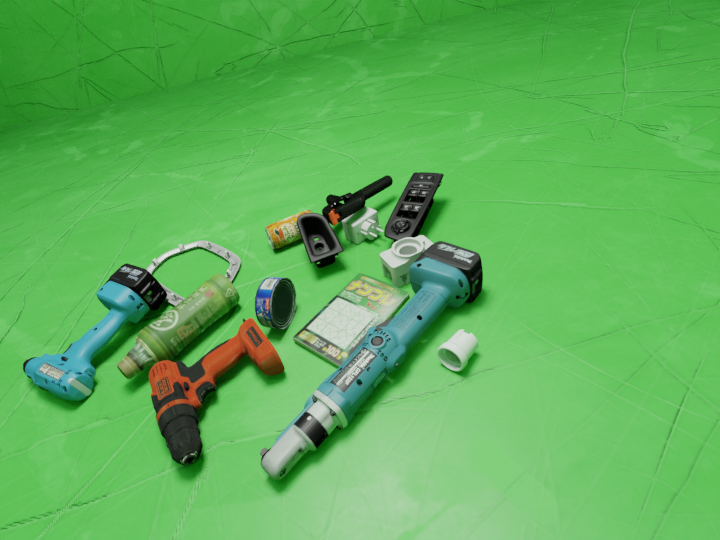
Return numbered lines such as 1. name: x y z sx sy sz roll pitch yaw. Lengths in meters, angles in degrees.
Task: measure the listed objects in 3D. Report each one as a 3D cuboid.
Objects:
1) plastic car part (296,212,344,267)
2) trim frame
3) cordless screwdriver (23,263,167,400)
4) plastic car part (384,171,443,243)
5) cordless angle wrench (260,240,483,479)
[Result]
1. plastic car part: -0.081 -0.053 0.829 0.065 0.068 0.122 -20 53 -9
2. trim frame: -0.364 0.000 0.897 0.263 0.026 0.182 23 53 37
3. cordless screwdriver: -0.482 0.102 0.767 0.166 0.071 0.250 6 51 26
4. plastic car part: 0.104 -0.117 0.845 0.069 0.064 0.203 14 50 22
5. cordless angle wrench: 0.027 0.114 0.593 0.104 0.071 0.417 23 54 38
